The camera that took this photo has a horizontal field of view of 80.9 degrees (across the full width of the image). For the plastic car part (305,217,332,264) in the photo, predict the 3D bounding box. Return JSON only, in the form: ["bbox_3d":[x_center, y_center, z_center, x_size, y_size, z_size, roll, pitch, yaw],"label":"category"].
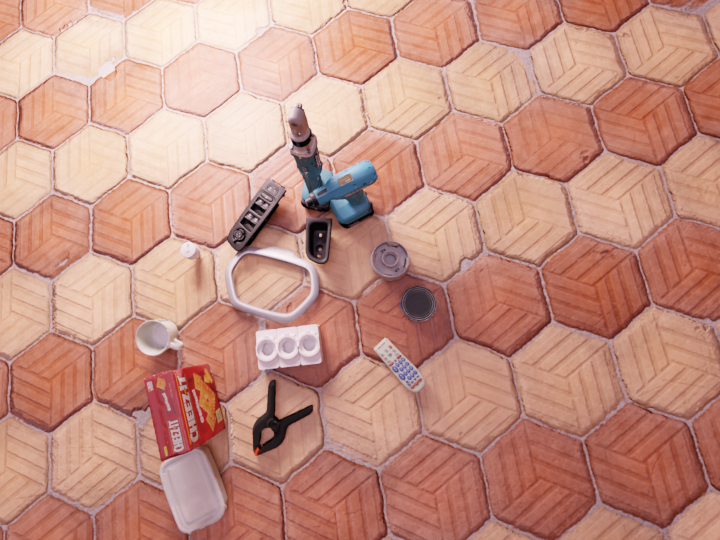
[{"bbox_3d":[-0.104,-0.068,1.059,0.066,0.069,0.118,1,79,3],"label":"plastic car part"}]

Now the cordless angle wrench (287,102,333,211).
[{"bbox_3d":[-0.110,-0.230,0.918,0.075,0.416,0.098,13,81,2],"label":"cordless angle wrench"}]

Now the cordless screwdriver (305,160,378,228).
[{"bbox_3d":[-0.042,-0.162,0.984,0.159,0.244,0.076,-27,81,-3],"label":"cordless screwdriver"}]

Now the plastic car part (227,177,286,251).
[{"bbox_3d":[-0.269,-0.138,1.093,0.068,0.066,0.203,35,83,9],"label":"plastic car part"}]

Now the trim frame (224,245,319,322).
[{"bbox_3d":[-0.226,0.029,1.072,0.252,0.027,0.185,13,80,8],"label":"trim frame"}]
